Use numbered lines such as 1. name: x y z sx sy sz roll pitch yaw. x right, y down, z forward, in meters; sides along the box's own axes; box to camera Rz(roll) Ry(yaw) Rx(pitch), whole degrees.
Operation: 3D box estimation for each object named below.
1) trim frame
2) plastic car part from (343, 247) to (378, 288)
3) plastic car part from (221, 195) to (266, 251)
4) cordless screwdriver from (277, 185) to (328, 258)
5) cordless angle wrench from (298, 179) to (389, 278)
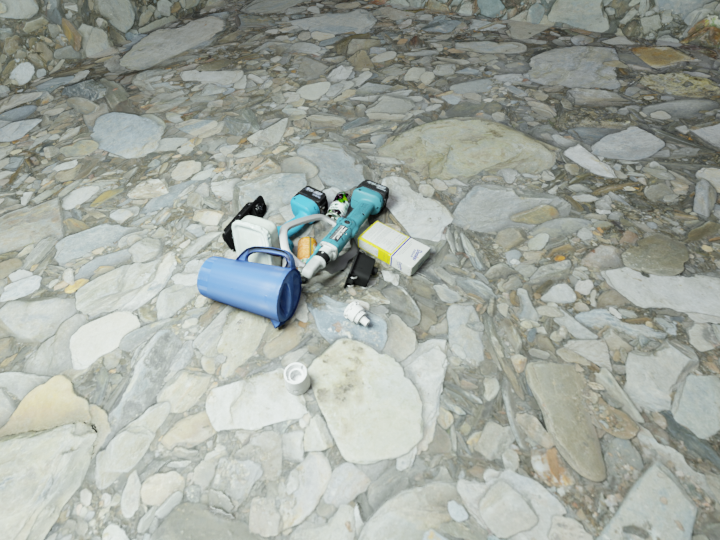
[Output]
1. trim frame: -0.111 -0.072 1.133 0.240 0.027 0.190 -24 66 -45
2. plastic car part: 0.009 -0.003 1.101 0.072 0.065 0.117 23 49 3
3. plastic car part: -0.350 -0.145 1.265 0.070 0.063 0.203 -1 44 38
4. cordless screwdriver: -0.214 -0.148 1.242 0.166 0.071 0.247 23 58 24
5. cordless angle wrench: -0.041 -0.112 1.143 0.101 0.073 0.421 23 45 13
